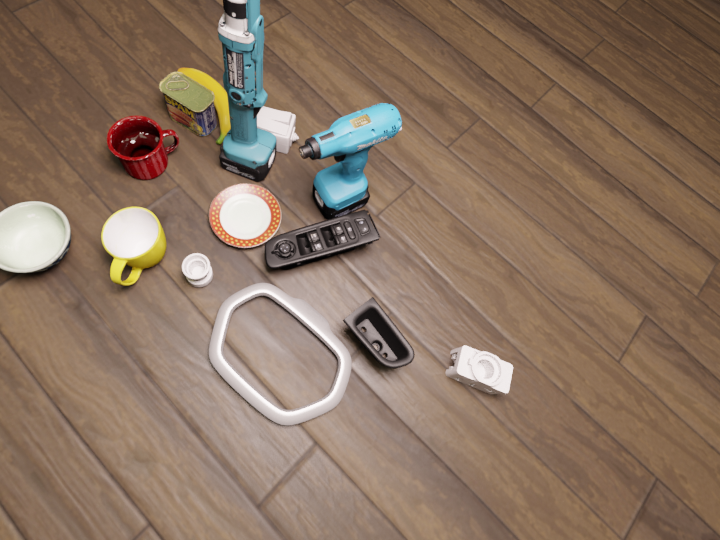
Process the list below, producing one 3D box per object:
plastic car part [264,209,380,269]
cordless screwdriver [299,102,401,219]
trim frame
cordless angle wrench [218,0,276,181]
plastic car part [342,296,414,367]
[{"bbox_3d":[-0.073,-0.048,0.751,0.199,0.066,0.068,-16,73,-14],"label":"plastic car part"},{"bbox_3d":[-0.038,-0.166,0.706,0.156,0.247,0.076,-26,78,-19],"label":"cordless screwdriver"},{"bbox_3d":[-0.130,0.131,0.692,0.252,0.027,0.183,38,68,8],"label":"trim frame"},{"bbox_3d":[-0.175,-0.280,0.640,0.098,0.421,0.075,23,68,-4],"label":"cordless angle wrench"},{"bbox_3d":[0.027,0.114,0.697,0.065,0.070,0.119,-35,78,-20],"label":"plastic car part"}]
